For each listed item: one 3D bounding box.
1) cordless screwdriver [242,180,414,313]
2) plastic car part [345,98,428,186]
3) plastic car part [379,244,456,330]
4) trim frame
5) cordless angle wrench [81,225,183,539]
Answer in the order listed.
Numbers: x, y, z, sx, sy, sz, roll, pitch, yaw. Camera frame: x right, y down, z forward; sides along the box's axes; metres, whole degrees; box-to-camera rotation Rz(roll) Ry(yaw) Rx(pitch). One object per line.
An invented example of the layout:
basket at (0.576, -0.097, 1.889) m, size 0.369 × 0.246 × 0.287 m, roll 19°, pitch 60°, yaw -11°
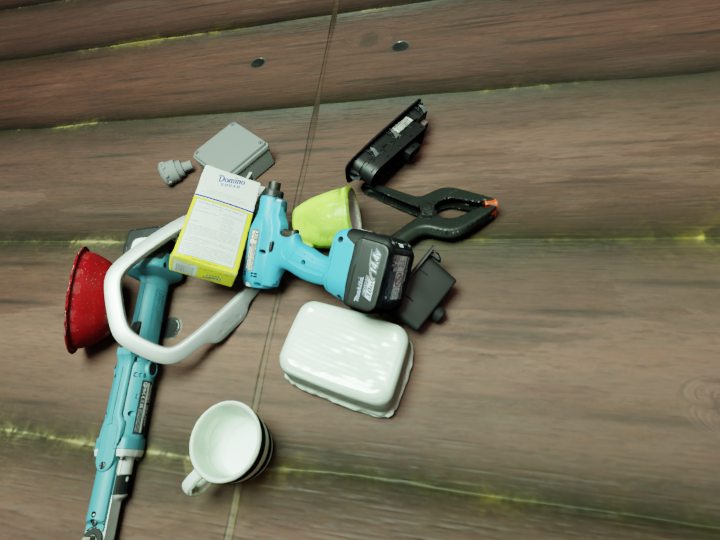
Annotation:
cordless screwdriver at (-0.056, -0.037, 0.571) m, size 0.262 × 0.071 × 0.159 m, roll 11°, pitch 92°, yaw 34°
plastic car part at (0.053, -0.203, 0.710) m, size 0.069 × 0.065 × 0.200 m, roll 44°, pitch 67°, yaw 13°
plastic car part at (0.086, 0.035, 0.575) m, size 0.073 × 0.064 × 0.116 m, roll 34°, pitch 74°, yaw 12°
trim frame at (-0.248, 0.019, 0.619) m, size 0.184 × 0.028 × 0.246 m, roll 44°, pitch 53°, yaw -2°
cordless angle wrench at (-0.317, 0.138, 0.595) m, size 0.075 × 0.094 × 0.435 m, roll -7°, pitch 62°, yaw 7°
